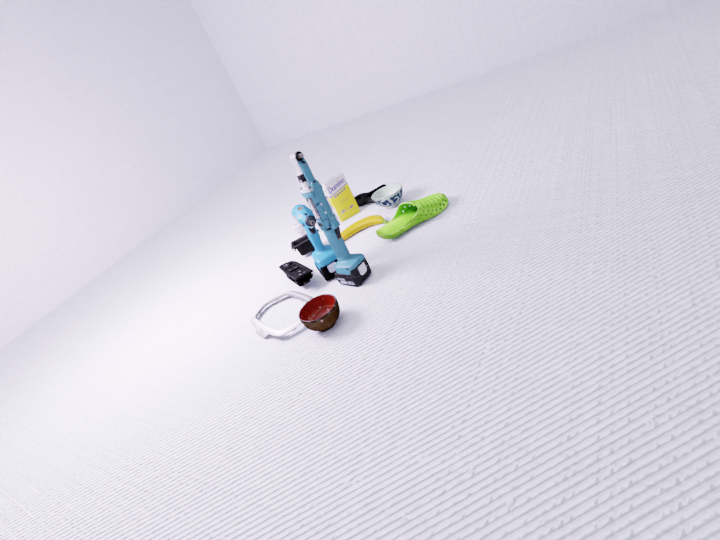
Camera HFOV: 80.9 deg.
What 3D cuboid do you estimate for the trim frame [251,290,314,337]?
[{"bbox_3d":[-0.234,0.128,1.263,0.182,0.026,0.262,-42,31,-26],"label":"trim frame"}]

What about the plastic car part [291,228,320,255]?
[{"bbox_3d":[-0.191,-0.094,1.555,0.117,0.068,0.068,-25,26,4],"label":"plastic car part"}]

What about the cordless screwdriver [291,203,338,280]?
[{"bbox_3d":[-0.127,-0.083,1.297,0.074,0.239,0.166,-31,25,-10],"label":"cordless screwdriver"}]

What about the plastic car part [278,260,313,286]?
[{"bbox_3d":[-0.211,0.011,1.400,0.065,0.064,0.213,-35,28,-16],"label":"plastic car part"}]

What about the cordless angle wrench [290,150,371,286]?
[{"bbox_3d":[-0.094,-0.142,1.188,0.103,0.407,0.073,3,37,47],"label":"cordless angle wrench"}]
